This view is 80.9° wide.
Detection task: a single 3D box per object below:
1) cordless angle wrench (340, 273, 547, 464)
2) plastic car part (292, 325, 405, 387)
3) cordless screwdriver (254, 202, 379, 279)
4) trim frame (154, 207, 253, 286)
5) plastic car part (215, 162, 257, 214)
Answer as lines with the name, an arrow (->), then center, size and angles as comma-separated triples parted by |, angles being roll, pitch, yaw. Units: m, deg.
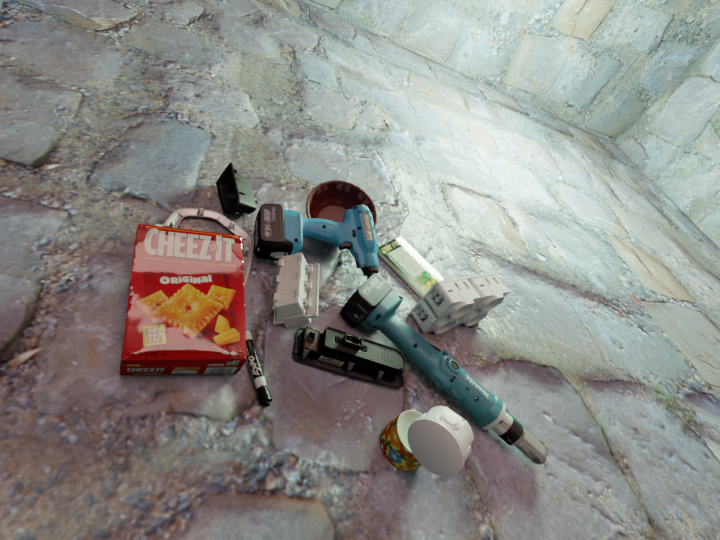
cordless angle wrench -> 0.152, 0.180, 0.756 | 0.433, 0.074, 0.096 | 42, 41, 11
plastic car part -> -0.009, 0.138, 0.714 | 0.198, 0.067, 0.068 | 23, 33, -13
cordless screwdriver -> -0.081, -0.053, 0.830 | 0.241, 0.074, 0.164 | -1, 66, -20
trim frame -> -0.286, -0.030, 0.755 | 0.180, 0.027, 0.256 | 16, 43, -14
plastic car part -> -0.253, -0.158, 0.891 | 0.067, 0.066, 0.122 | 10, 44, -45
